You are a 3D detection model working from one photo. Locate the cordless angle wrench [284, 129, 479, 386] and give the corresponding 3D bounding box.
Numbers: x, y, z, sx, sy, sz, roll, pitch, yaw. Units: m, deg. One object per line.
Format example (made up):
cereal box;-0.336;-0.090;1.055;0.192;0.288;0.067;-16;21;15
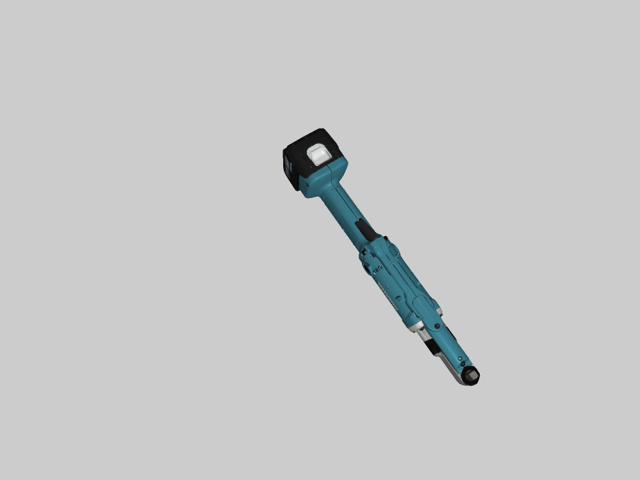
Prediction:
cordless angle wrench;0.088;0.026;0.622;0.074;0.422;0.098;-32;-12;-13
